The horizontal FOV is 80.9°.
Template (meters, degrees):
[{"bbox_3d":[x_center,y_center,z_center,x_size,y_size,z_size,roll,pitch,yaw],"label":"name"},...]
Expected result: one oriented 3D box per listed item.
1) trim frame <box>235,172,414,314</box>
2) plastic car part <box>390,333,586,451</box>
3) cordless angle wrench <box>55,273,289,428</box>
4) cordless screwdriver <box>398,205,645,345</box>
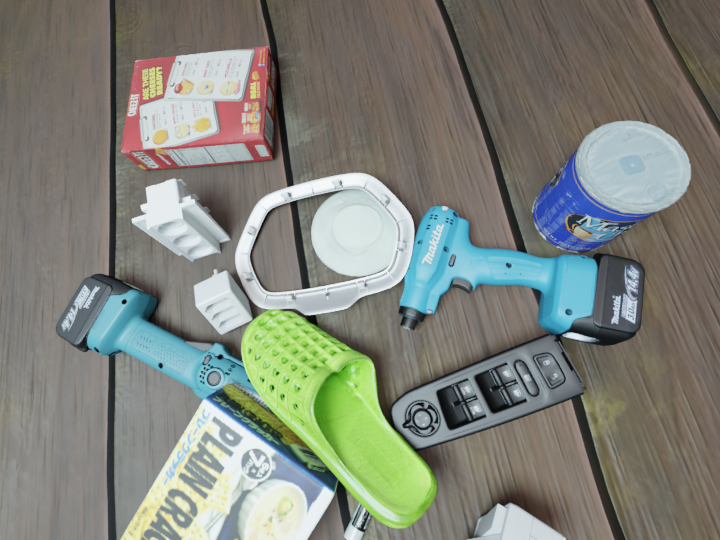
[{"bbox_3d":[-0.055,-0.036,0.559,0.253,0.026,0.187,-10,75,12],"label":"trim frame"},{"bbox_3d":[0.128,0.138,0.474,0.204,0.065,0.067,-24,80,4],"label":"plastic car part"},{"bbox_3d":[-0.172,0.130,0.521,0.433,0.072,0.098,23,78,12],"label":"cordless angle wrench"},{"bbox_3d":[0.176,0.027,0.502,0.257,0.072,0.160,17,76,16],"label":"cordless screwdriver"}]
